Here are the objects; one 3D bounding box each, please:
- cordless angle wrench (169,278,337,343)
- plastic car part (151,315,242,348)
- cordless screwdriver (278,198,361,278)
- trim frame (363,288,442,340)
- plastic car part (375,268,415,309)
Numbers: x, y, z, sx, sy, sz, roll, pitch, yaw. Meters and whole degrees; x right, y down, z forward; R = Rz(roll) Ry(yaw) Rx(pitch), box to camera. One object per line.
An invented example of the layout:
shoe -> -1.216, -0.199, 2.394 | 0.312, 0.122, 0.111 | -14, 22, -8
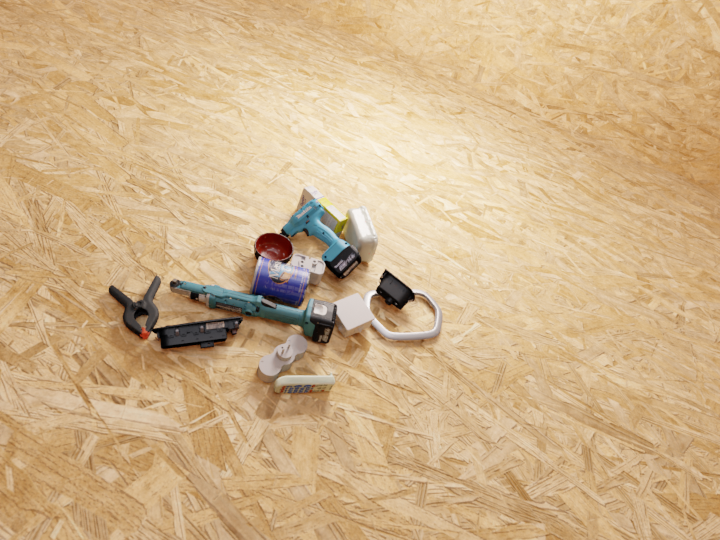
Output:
cordless angle wrench -> -0.274, 0.087, 1.065 | 0.423, 0.096, 0.076 | 13, 46, 0
plastic car part -> -0.380, 0.149, 0.989 | 0.197, 0.067, 0.068 | -1, 75, -21
cordless screwdriver -> -0.123, -0.080, 1.257 | 0.159, 0.072, 0.258 | -40, 71, 1
trim frame -> 0.122, 0.118, 1.202 | 0.242, 0.027, 0.192 | -3, 50, -18
plastic car part -> 0.090, 0.063, 1.194 | 0.120, 0.065, 0.070 | 41, 63, 15
